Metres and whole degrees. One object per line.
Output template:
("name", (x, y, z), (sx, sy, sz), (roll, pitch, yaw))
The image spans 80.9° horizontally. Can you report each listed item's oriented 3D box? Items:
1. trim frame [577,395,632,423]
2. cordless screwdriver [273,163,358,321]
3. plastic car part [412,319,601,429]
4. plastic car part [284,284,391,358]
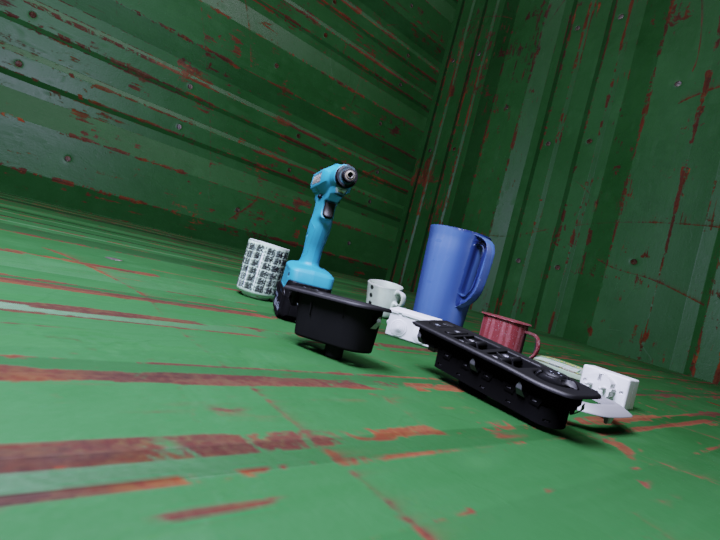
("trim frame", (0.226, 0.151, 0.569), (0.182, 0.027, 0.252), (15, 1, -9))
("cordless screwdriver", (-0.063, -0.041, 0.647), (0.072, 0.249, 0.163), (15, -1, -17))
("plastic car part", (0.144, 0.110, 0.467), (0.063, 0.067, 0.214), (15, 0, -38))
("plastic car part", (-0.030, 0.062, 0.483), (0.122, 0.071, 0.063), (15, 0, 30))
